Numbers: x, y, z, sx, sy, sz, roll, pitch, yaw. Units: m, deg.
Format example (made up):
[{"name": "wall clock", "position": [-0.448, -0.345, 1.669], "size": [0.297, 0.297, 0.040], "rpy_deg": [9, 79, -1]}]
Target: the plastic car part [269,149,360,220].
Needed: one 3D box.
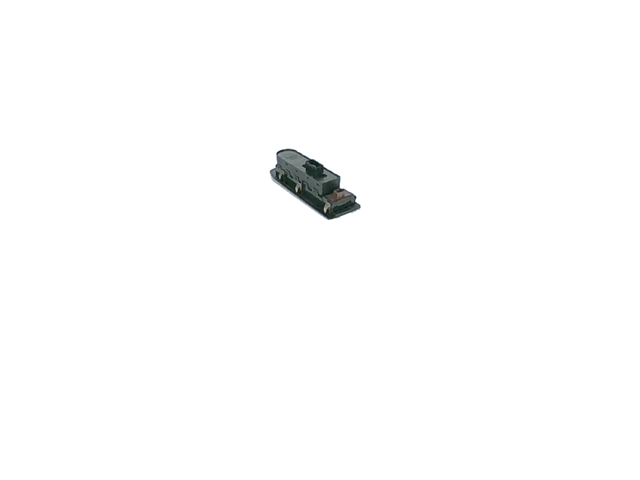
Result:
[{"name": "plastic car part", "position": [-0.022, -0.105, 0.719], "size": [0.066, 0.067, 0.204], "rpy_deg": [-30, 41, -24]}]
